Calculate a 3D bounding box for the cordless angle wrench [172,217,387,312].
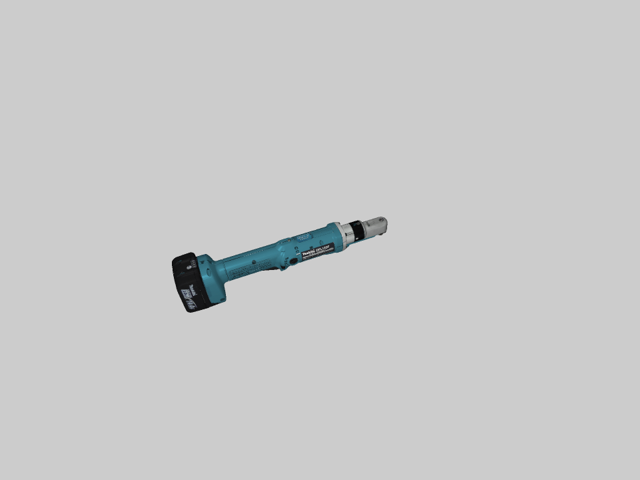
[{"bbox_3d":[-0.062,0.025,0.818,0.422,0.098,0.074,-17,47,-13],"label":"cordless angle wrench"}]
